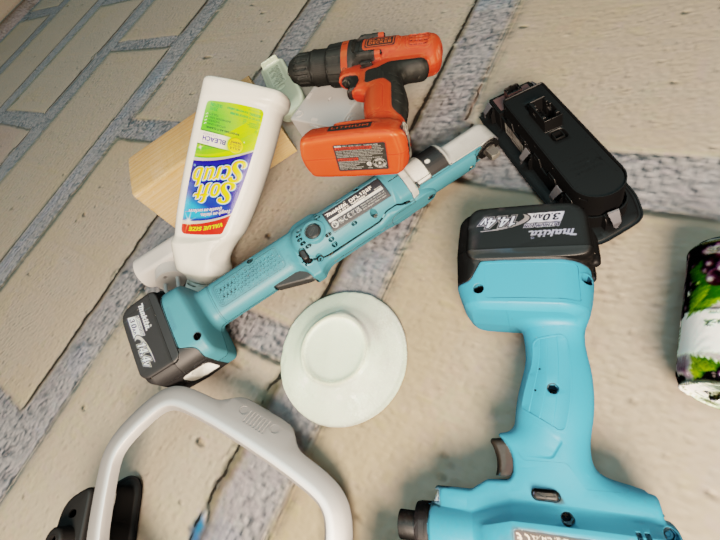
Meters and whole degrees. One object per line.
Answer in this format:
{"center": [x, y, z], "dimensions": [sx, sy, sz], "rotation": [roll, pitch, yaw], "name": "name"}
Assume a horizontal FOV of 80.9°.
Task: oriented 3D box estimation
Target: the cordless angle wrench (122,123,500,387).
{"center": [-0.043, -0.028, 0.443], "dimensions": [0.423, 0.071, 0.102], "rotation": [-33, 65, 1], "name": "cordless angle wrench"}

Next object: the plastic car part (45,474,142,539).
{"center": [-0.248, 0.250, 0.379], "dimensions": [0.067, 0.067, 0.120], "rotation": [-15, 59, 16], "name": "plastic car part"}

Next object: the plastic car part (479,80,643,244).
{"center": [0.183, -0.117, 0.392], "dimensions": [0.067, 0.064, 0.211], "rotation": [-20, 57, 5], "name": "plastic car part"}

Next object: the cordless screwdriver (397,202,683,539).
{"center": [0.105, 0.078, 0.307], "dimensions": [0.164, 0.070, 0.254], "rotation": [-8, 62, 22], "name": "cordless screwdriver"}

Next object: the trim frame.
{"center": [-0.124, 0.203, 0.349], "dimensions": [0.259, 0.026, 0.185], "rotation": [19, 72, 24], "name": "trim frame"}
